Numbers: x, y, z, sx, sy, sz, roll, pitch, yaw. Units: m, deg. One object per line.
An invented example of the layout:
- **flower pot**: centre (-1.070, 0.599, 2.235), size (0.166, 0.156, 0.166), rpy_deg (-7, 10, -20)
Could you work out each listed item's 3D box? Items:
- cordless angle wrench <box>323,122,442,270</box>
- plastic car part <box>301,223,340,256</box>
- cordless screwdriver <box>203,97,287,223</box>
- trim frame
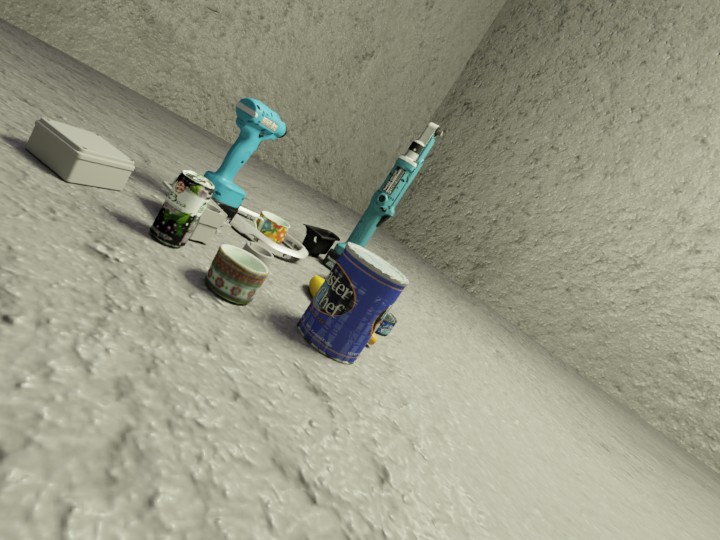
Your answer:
- **cordless angle wrench**: centre (0.060, -0.167, 1.021), size (0.102, 0.423, 0.071), rpy_deg (37, 11, 20)
- **plastic car part**: centre (-0.104, -0.068, 1.068), size (0.069, 0.071, 0.111), rpy_deg (37, 11, 26)
- **cordless screwdriver**: centre (-0.238, -0.210, 0.846), size (0.076, 0.248, 0.155), rpy_deg (35, 10, 12)
- **trim frame**: centre (-0.220, -0.090, 0.956), size (0.261, 0.027, 0.175), rpy_deg (37, 12, 28)
